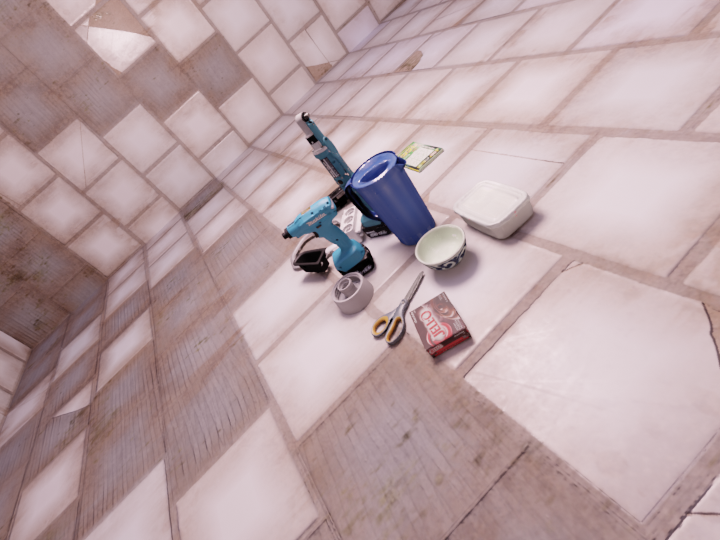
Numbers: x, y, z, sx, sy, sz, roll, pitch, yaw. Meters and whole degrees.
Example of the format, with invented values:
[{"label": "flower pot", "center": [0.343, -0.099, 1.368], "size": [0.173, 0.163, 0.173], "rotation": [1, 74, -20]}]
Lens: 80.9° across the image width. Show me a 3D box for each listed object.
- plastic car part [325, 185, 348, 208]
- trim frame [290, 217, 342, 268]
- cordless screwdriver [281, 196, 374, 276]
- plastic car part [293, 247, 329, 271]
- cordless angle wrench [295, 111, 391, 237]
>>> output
[{"label": "plastic car part", "center": [-0.093, -0.250, 1.512], "size": [0.205, 0.064, 0.069], "rotation": [-33, 33, 13]}, {"label": "trim frame", "center": [-0.138, -0.090, 1.410], "size": [0.254, 0.026, 0.189], "rotation": [-26, 36, 23]}, {"label": "cordless screwdriver", "center": [-0.083, -0.069, 1.137], "size": [0.161, 0.237, 0.077], "rotation": [-33, 31, 14]}, {"label": "plastic car part", "center": [-0.142, -0.021, 1.298], "size": [0.122, 0.067, 0.066], "rotation": [-8, 45, 41]}, {"label": "cordless angle wrench", "center": [-0.044, -0.259, 1.163], "size": [0.102, 0.403, 0.075], "rotation": [-11, 41, 41]}]
